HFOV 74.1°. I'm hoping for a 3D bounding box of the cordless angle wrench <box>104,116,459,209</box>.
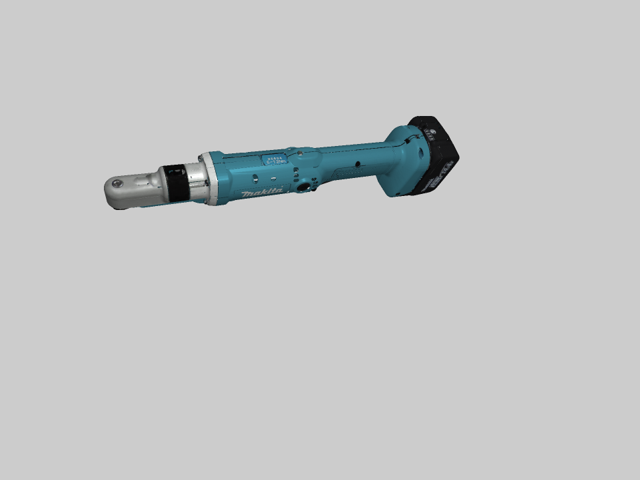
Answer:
[{"bbox_3d":[-0.028,-0.083,0.513,0.422,0.074,0.098,-11,-27,-23],"label":"cordless angle wrench"}]
